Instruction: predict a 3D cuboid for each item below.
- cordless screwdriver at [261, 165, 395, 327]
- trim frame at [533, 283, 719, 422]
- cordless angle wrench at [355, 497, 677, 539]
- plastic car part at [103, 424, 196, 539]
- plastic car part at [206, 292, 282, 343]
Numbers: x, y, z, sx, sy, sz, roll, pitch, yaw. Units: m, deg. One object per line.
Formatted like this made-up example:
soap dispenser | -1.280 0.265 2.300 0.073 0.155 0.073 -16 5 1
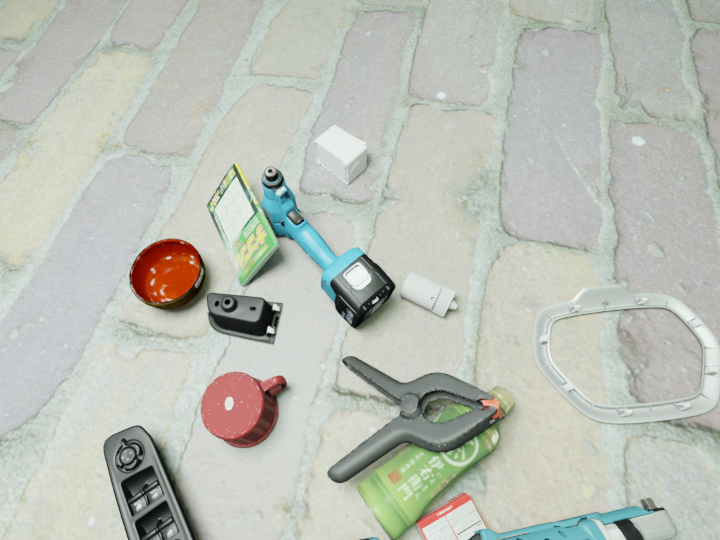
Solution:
cordless screwdriver | -0.061 -0.040 0.624 0.074 0.155 0.258 -38 69 -16
trim frame | 0.368 0.109 0.584 0.250 0.026 0.190 -8 62 3
cordless angle wrench | 0.156 0.308 0.443 0.415 0.073 0.102 -4 55 -13
plastic car part | -0.250 0.287 0.520 0.066 0.065 0.211 -35 69 -6
plastic car part | -0.182 0.061 0.630 0.118 0.069 0.067 9 63 4
